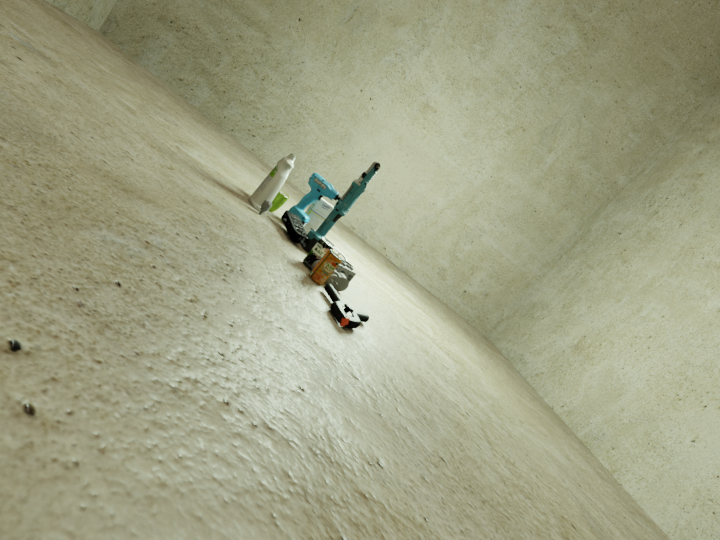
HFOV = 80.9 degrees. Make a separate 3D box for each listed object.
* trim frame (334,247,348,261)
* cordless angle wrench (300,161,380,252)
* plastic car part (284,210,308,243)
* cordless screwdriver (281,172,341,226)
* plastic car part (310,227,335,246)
[{"bbox_3d":[-0.114,-0.067,1.844,0.182,0.027,0.252,37,9,-9],"label":"trim frame"},{"bbox_3d":[-0.068,-0.238,1.596,0.071,0.423,0.103,34,11,-32],"label":"cordless angle wrench"},{"bbox_3d":[-0.256,-0.162,1.623,0.063,0.067,0.213,33,10,-33],"label":"plastic car part"},{"bbox_3d":[-0.205,-0.266,1.764,0.162,0.249,0.073,40,9,7],"label":"cordless screwdriver"},{"bbox_3d":[-0.166,-0.109,1.702,0.121,0.071,0.063,42,9,21],"label":"plastic car part"}]
